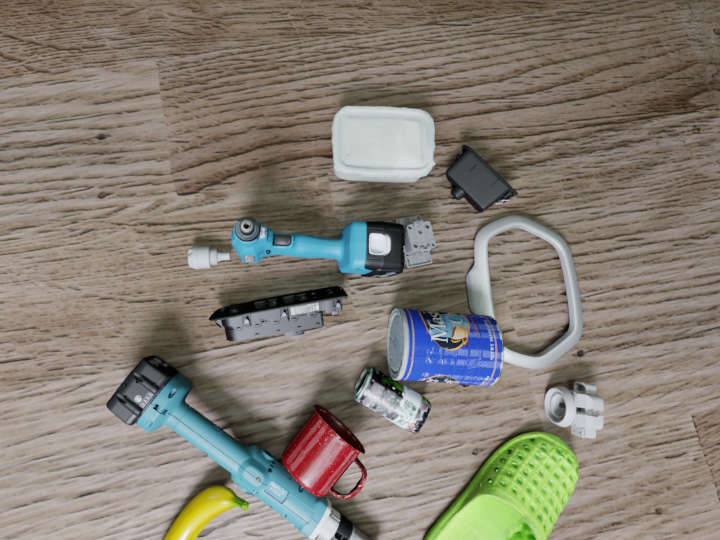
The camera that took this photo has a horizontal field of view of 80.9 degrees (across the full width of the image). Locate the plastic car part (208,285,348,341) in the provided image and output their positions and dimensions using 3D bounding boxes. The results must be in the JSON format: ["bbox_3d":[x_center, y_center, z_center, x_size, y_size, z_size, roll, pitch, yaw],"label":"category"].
[{"bbox_3d":[-0.122,0.067,0.636,0.201,0.068,0.066,-6,108,-7],"label":"plastic car part"}]

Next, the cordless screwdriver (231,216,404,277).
[{"bbox_3d":[-0.059,-0.039,0.607,0.246,0.159,0.075,4,82,-7],"label":"cordless screwdriver"}]

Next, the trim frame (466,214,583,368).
[{"bbox_3d":[0.266,0.031,0.687,0.182,0.027,0.251,-4,81,-6],"label":"trim frame"}]

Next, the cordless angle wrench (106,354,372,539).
[{"bbox_3d":[-0.144,0.272,0.578,0.422,0.098,0.074,37,75,-1],"label":"cordless angle wrench"}]

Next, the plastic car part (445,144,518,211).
[{"bbox_3d":[0.187,-0.141,0.700,0.118,0.065,0.071,45,93,6],"label":"plastic car part"}]
